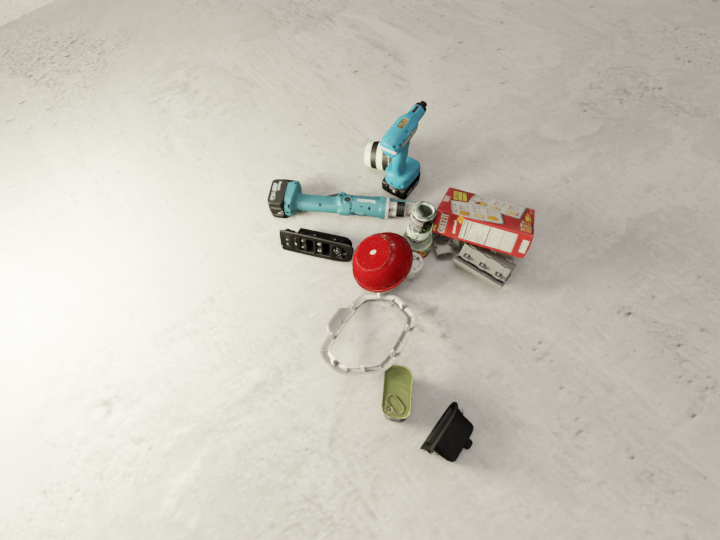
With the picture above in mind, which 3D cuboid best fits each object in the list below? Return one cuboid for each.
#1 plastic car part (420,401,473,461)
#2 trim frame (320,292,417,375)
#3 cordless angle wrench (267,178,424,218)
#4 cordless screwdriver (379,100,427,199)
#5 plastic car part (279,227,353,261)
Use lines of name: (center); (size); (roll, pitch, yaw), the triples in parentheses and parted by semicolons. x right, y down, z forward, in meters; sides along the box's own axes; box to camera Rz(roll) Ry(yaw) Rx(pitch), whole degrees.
plastic car part: (0.185, 0.330, 0.840); (0.072, 0.065, 0.115); (42, 70, 8)
trim frame: (0.016, 0.133, 0.939); (0.193, 0.026, 0.247); (13, 47, 31)
cordless angle wrench: (-0.036, -0.179, 1.139); (0.430, 0.072, 0.100); (6, 63, 9)
cordless screwdriver: (0.117, -0.302, 1.081); (0.077, 0.240, 0.159); (32, 75, 18)
plastic car part: (-0.107, -0.070, 1.092); (0.211, 0.064, 0.066); (15, 35, 22)
